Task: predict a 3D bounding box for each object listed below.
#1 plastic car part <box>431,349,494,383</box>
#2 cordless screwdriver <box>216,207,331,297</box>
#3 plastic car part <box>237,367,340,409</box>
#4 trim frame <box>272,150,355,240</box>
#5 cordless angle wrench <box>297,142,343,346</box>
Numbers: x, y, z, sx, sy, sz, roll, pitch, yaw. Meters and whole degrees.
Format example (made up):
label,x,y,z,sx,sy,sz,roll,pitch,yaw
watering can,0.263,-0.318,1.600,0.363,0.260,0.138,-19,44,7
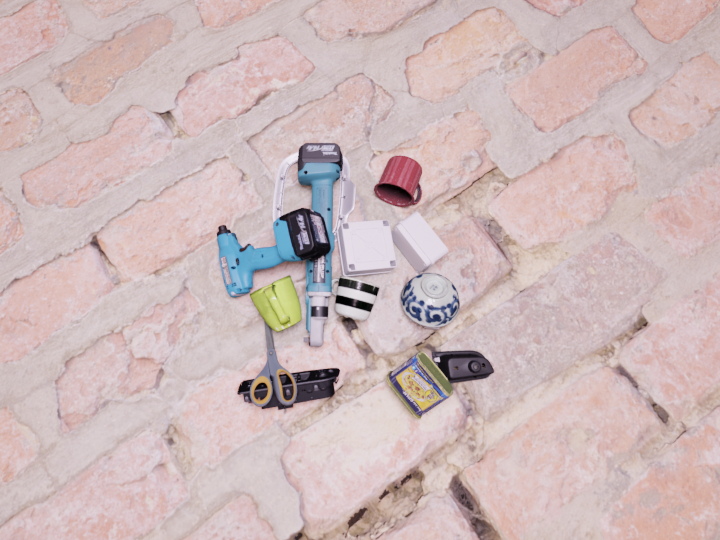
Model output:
label,x,y,z,sx,sy,sz,roll,pitch,yaw
plastic car part,0.210,0.191,0.841,0.117,0.070,0.067,-5,78,0
cordless screwdriver,-0.192,-0.058,0.863,0.255,0.071,0.162,-24,76,24
plastic car part,-0.135,0.235,0.833,0.202,0.066,0.067,-13,87,-4
trim frame,-0.105,-0.173,0.962,0.184,0.027,0.252,5,73,0
cordless angle wrench,-0.087,-0.057,0.888,0.098,0.073,0.428,0,79,0
